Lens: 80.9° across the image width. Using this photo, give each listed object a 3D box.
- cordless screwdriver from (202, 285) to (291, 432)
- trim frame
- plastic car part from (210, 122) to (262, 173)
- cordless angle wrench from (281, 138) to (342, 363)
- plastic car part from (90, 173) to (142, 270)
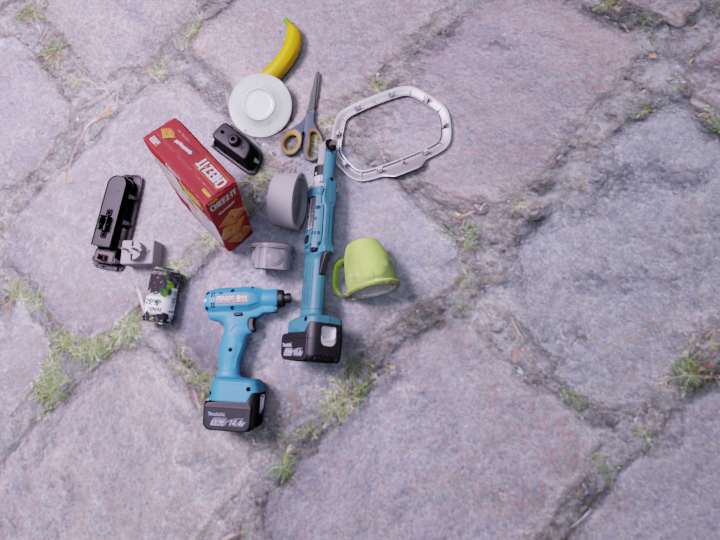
[{"bbox_3d":[-0.201,0.152,0.758,0.160,0.072,0.253,-4,74,4],"label":"cordless screwdriver"},{"bbox_3d":[0.058,-0.274,0.844,0.248,0.027,0.188,-21,78,-1],"label":"trim frame"},{"bbox_3d":[-0.251,-0.253,0.849,0.120,0.069,0.066,39,85,13],"label":"plastic car part"},{"bbox_3d":[-0.076,-0.050,0.780,0.070,0.101,0.429,15,70,-36],"label":"cordless angle wrench"},{"bbox_3d":[-0.497,-0.106,0.850,0.068,0.065,0.205,6,76,11],"label":"plastic car part"}]
